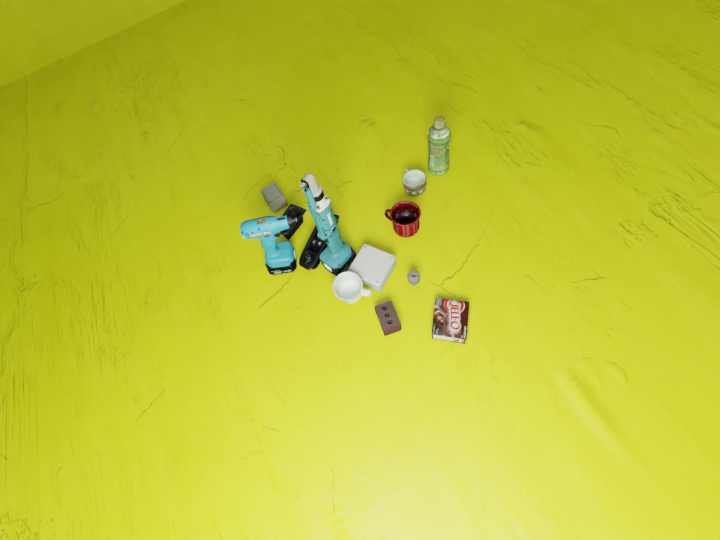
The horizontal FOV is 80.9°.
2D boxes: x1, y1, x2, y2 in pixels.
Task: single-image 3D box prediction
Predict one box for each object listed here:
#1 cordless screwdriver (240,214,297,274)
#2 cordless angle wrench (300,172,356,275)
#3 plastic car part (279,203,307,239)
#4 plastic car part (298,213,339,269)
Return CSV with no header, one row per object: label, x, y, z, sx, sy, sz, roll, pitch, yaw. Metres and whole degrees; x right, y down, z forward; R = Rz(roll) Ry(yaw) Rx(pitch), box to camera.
cordless screwdriver,-0.241,-0.081,1.259,0.161,0.238,0.077,-10,60,5
cordless angle wrench,-0.092,-0.121,1.147,0.078,0.405,0.097,33,71,24
plastic car part,-0.229,-0.152,1.397,0.069,0.068,0.116,22,68,22
plastic car part,-0.131,-0.085,1.337,0.069,0.064,0.204,18,66,20
